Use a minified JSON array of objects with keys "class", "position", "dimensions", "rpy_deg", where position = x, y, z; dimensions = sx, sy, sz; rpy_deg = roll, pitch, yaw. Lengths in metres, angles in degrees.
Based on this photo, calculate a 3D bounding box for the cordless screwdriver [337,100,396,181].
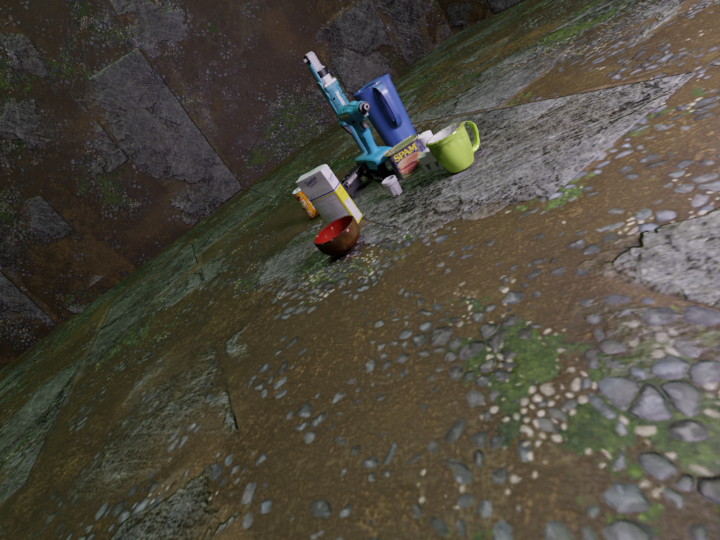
[{"class":"cordless screwdriver","position":[0.035,-0.376,1.222],"dimensions":[0.074,0.240,0.166],"rpy_deg":[-39,21,-11]}]

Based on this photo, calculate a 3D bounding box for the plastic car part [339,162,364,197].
[{"class":"plastic car part","position":[-0.053,-0.250,1.320],"dimensions":[0.201,0.065,0.069],"rpy_deg":[-46,25,-24]}]

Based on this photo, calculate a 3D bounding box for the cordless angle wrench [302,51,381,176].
[{"class":"cordless angle wrench","position":[-0.046,-0.487,1.323],"dimensions":[0.097,0.409,0.077],"rpy_deg":[-39,20,-13]}]
